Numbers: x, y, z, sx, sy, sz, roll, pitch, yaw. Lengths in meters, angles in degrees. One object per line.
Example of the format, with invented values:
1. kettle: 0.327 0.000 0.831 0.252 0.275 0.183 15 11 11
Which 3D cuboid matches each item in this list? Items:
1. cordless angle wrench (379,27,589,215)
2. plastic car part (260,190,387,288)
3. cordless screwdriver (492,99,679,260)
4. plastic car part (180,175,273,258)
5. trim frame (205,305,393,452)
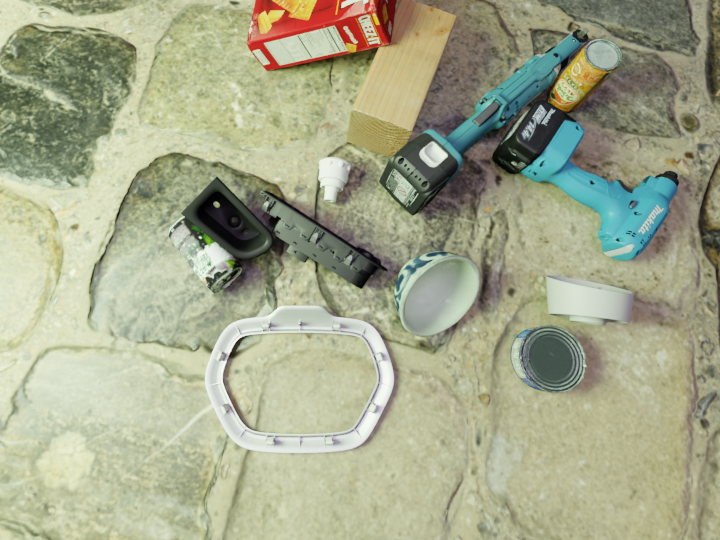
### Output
1. cordless angle wrench: 0.207 -0.245 0.638 0.419 0.097 0.075 -41 84 -15
2. plastic car part: -0.057 -0.037 0.585 0.205 0.065 0.067 29 86 6
3. cordless screwdriver: 0.336 -0.149 0.619 0.251 0.074 0.158 41 77 4
4. plastic car part: -0.177 -0.068 0.580 0.066 0.074 0.112 -45 114 0
5. trim frame: -0.080 0.140 0.556 0.249 0.027 0.187 0 74 1
